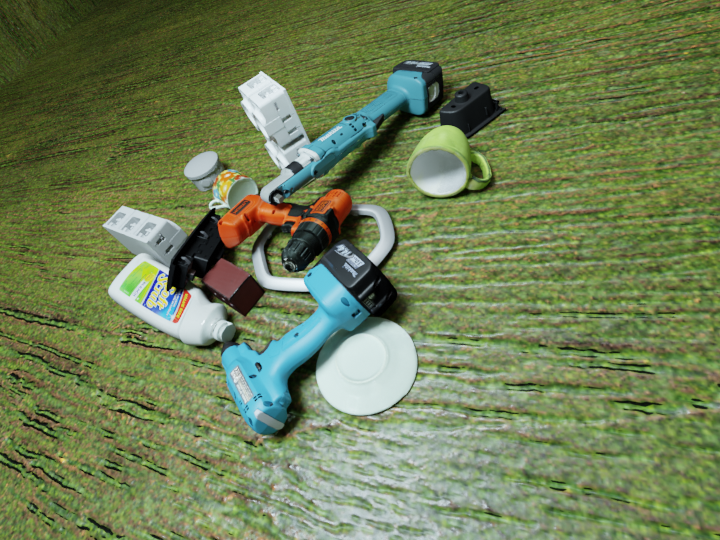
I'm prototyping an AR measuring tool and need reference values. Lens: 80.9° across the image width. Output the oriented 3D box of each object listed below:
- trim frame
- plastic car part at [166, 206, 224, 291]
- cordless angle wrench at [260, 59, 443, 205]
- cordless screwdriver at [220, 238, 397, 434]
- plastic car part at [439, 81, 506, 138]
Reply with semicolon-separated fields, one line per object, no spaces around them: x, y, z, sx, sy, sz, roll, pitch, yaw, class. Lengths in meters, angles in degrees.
-0.067;-0.044;0.682;0.257;0.026;0.187;-3;54;24;trim frame
-0.262;-0.044;0.716;0.066;0.065;0.209;9;34;-8;plastic car part
-0.011;-0.241;0.734;0.103;0.071;0.418;27;59;36;cordless angle wrench
-0.082;0.070;0.561;0.248;0.070;0.168;-48;41;-5;cordless screwdriver
0.182;-0.280;0.727;0.115;0.067;0.070;-38;48;-12;plastic car part
